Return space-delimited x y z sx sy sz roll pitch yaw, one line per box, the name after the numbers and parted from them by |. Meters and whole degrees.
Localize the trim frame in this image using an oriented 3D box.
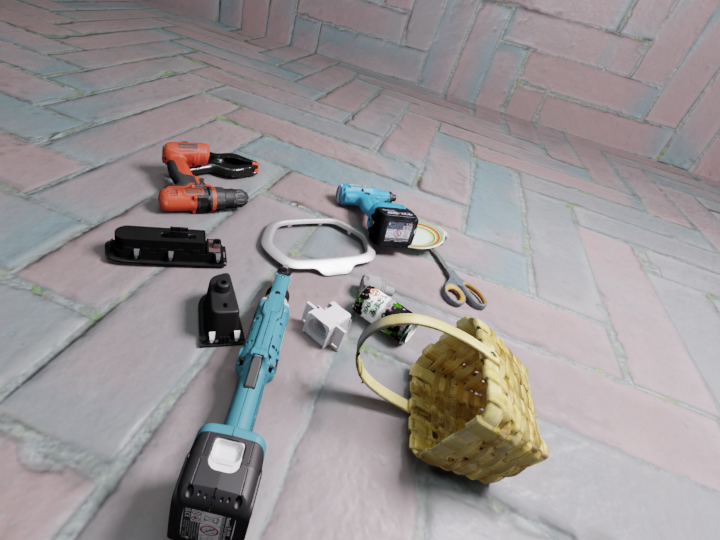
-0.085 -0.056 0.873 0.239 0.027 0.194 -5 39 -30 | trim frame

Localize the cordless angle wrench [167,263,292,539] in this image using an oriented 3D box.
-0.137 0.121 0.565 0.074 0.096 0.433 13 31 -7 | cordless angle wrench

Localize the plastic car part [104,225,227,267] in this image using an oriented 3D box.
-0.335 -0.044 0.733 0.197 0.066 0.069 -1 45 -18 | plastic car part

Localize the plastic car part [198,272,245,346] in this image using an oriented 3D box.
-0.211 0.049 0.641 0.063 0.070 0.122 1 41 -25 | plastic car part

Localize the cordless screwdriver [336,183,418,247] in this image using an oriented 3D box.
0.055 -0.139 0.986 0.154 0.073 0.261 0 28 -23 | cordless screwdriver
